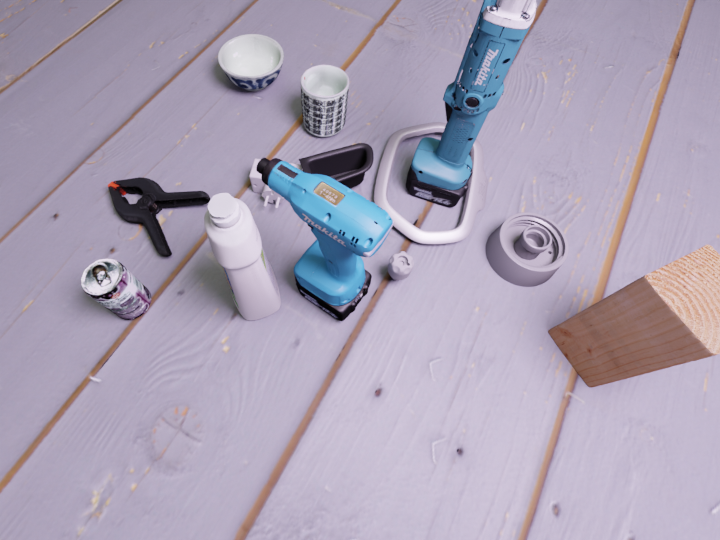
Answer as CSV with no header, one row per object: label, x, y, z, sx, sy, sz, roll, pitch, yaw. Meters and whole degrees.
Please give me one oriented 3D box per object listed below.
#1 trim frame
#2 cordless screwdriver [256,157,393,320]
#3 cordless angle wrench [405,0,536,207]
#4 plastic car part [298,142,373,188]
trim frame,0.122,-0.153,0.710,0.186,0.027,0.252,12,64,6
cordless screwdriver,-0.052,-0.034,0.531,0.164,0.243,0.074,34,67,12
cordless angle wrench,0.144,-0.229,0.533,0.099,0.414,0.075,21,66,5
plastic car part,-0.034,-0.155,0.688,0.115,0.069,0.068,-17,67,-9
